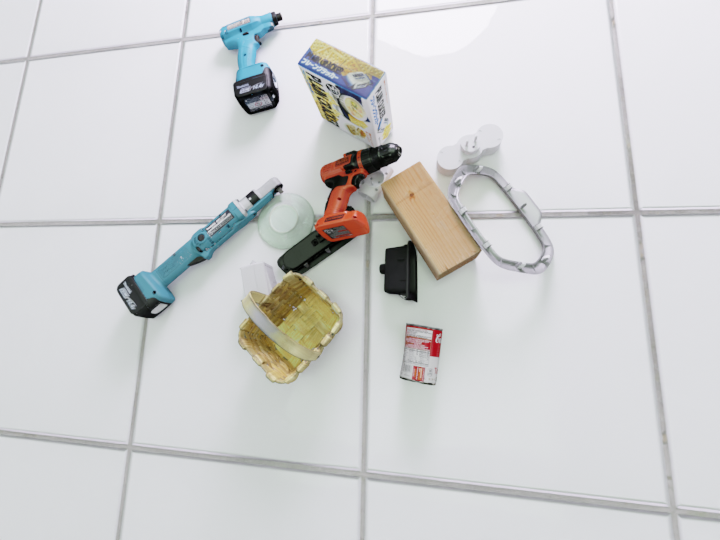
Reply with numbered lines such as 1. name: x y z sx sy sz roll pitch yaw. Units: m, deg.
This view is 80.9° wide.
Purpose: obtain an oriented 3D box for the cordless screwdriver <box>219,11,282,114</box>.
1. cordless screwdriver: -0.242 -0.507 1.011 0.161 0.072 0.255 -17 71 7

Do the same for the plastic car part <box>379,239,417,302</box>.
1. plastic car part: 0.073 0.003 0.836 0.073 0.063 0.118 -7 74 23

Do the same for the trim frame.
1. trim frame: 0.265 -0.102 0.793 0.179 0.027 0.256 -21 69 -29

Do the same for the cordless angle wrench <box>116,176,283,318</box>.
1. cordless angle wrench: -0.341 -0.063 0.935 0.423 0.072 0.101 -41 74 -1

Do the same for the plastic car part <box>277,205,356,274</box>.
1. plastic car part: -0.086 -0.056 0.882 0.204 0.066 0.067 -36 87 5
